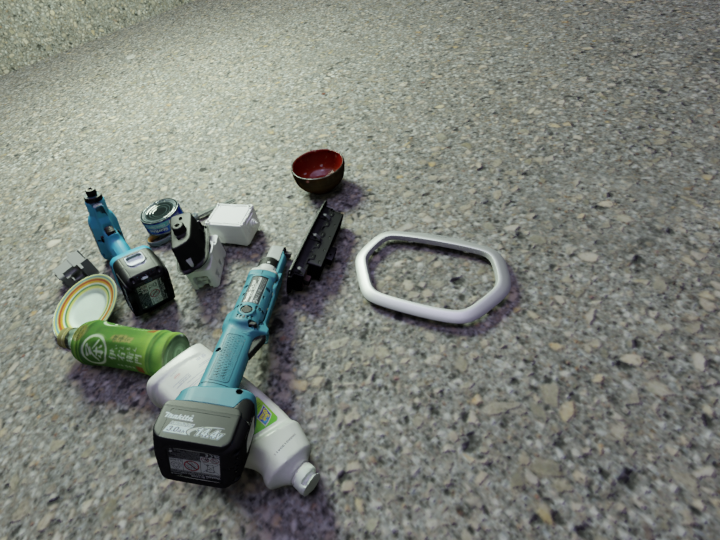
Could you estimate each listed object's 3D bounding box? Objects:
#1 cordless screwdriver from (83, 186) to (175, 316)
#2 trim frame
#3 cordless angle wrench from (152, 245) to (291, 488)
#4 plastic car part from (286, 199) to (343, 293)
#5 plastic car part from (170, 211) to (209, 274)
[{"bbox_3d":[-0.434,-0.042,0.768,0.072,0.154,0.263,-28,48,-32],"label":"cordless screwdriver"},{"bbox_3d":[0.110,0.001,0.687,0.259,0.026,0.185,10,52,24],"label":"trim frame"},{"bbox_3d":[-0.161,0.077,0.603,0.098,0.072,0.432,6,33,-1],"label":"cordless angle wrench"},{"bbox_3d":[-0.074,-0.048,0.753,0.068,0.064,0.206,9,50,7],"label":"plastic car part"},{"bbox_3d":[-0.304,-0.058,0.736,0.066,0.068,0.122,-18,43,-4],"label":"plastic car part"}]
